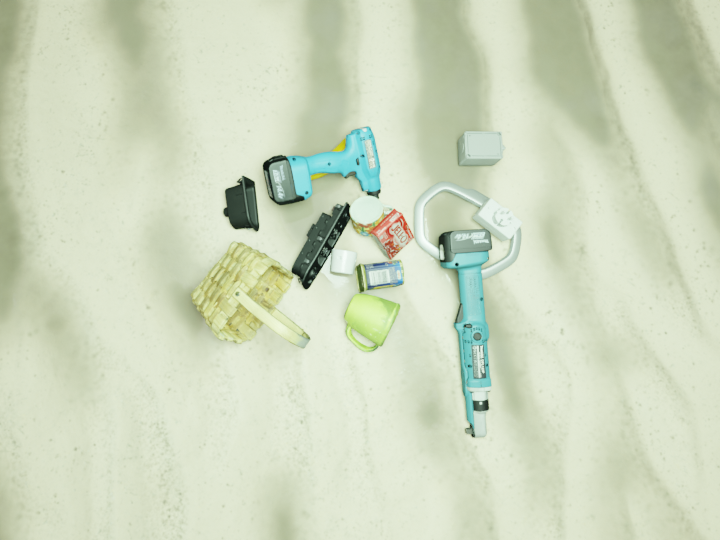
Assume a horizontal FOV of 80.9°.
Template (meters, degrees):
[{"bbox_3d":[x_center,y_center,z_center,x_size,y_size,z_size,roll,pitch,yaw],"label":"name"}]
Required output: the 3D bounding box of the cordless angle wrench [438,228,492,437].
[{"bbox_3d":[0.228,0.128,0.865,0.098,0.074,0.423,-4,89,0],"label":"cordless angle wrench"}]

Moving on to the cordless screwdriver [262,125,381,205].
[{"bbox_3d":[-0.073,-0.195,0.894,0.245,0.077,0.155,-20,111,-13],"label":"cordless screwdriver"}]

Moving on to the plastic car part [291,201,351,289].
[{"bbox_3d":[-0.088,-0.058,0.905,0.069,0.065,0.203,23,82,10],"label":"plastic car part"}]

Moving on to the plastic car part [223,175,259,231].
[{"bbox_3d":[-0.265,-0.140,0.923,0.072,0.064,0.117,-6,86,12],"label":"plastic car part"}]

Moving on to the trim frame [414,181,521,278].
[{"bbox_3d":[0.232,-0.091,0.928,0.251,0.027,0.184,30,84,6],"label":"trim frame"}]
